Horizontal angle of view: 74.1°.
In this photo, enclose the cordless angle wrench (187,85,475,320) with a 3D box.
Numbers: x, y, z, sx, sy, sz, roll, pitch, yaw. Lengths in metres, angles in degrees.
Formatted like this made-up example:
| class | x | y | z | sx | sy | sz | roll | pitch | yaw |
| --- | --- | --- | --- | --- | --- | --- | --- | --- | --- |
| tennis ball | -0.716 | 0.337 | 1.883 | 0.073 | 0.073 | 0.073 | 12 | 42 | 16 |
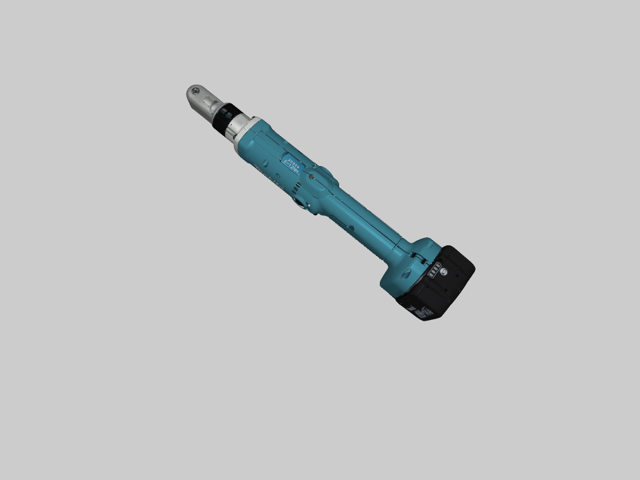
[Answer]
| class | x | y | z | sx | sy | sz | roll | pitch | yaw |
| --- | --- | --- | --- | --- | --- | --- | --- | --- | --- |
| cordless angle wrench | -0.008 | -0.064 | 0.532 | 0.423 | 0.074 | 0.098 | 39 | -13 | 7 |
